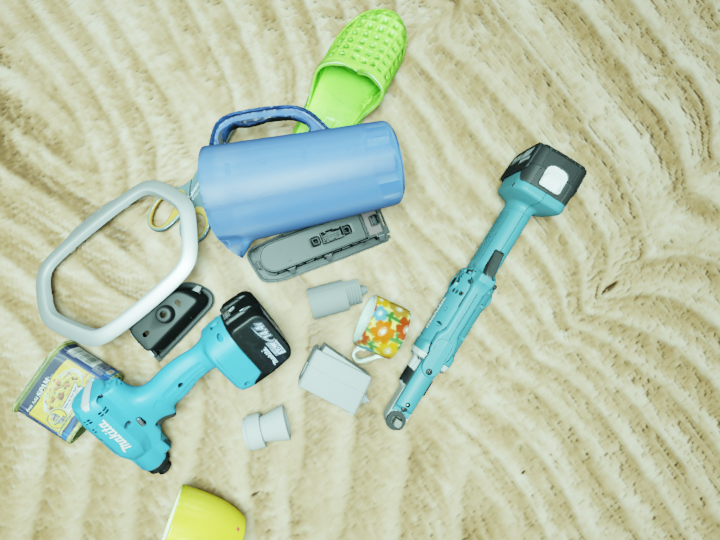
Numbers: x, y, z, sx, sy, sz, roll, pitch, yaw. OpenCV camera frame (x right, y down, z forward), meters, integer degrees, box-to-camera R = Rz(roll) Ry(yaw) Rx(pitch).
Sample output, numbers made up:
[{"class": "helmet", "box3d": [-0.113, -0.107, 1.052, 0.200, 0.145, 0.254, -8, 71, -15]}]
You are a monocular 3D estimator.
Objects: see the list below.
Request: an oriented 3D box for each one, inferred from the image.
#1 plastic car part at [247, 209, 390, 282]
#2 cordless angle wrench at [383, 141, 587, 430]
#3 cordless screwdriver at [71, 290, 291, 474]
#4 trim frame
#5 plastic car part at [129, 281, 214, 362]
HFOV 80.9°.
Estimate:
[{"class": "plastic car part", "box3d": [-0.057, -0.037, 0.585, 0.202, 0.067, 0.066, -21, 94, -2]}, {"class": "cordless angle wrench", "box3d": [0.150, 0.028, 0.574, 0.074, 0.098, 0.423, 32, 87, -2]}, {"class": "cordless screwdriver", "box3d": [-0.205, 0.149, 0.539, 0.247, 0.078, 0.152, -32, 120, -9]}, {"class": "trim frame", "box3d": [-0.323, -0.015, 0.564, 0.248, 0.026, 0.190, -42, 71, -2]}, {"class": "plastic car part", "box3d": [-0.255, 0.062, 0.558, 0.116, 0.071, 0.066, -44, 91, -4]}]
